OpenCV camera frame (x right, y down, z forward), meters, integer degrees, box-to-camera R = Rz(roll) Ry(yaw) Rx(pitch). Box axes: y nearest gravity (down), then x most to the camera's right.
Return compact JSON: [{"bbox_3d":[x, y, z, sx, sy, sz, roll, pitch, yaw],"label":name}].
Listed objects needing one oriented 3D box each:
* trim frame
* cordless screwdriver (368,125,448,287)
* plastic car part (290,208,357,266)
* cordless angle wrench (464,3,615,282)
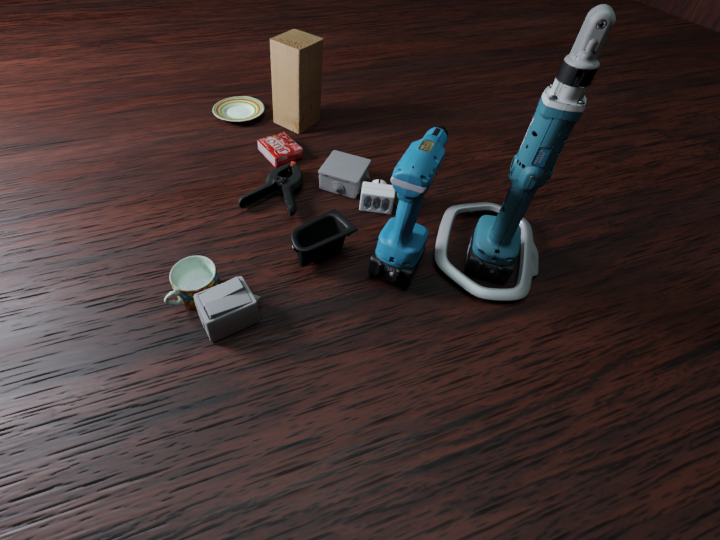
[{"bbox_3d":[0.234,-0.043,0.776,0.188,0.027,0.251,14,48,10],"label":"trim frame"},{"bbox_3d":[0.083,-0.099,0.676,0.076,0.242,0.159,22,49,12],"label":"cordless screwdriver"},{"bbox_3d":[-0.072,-0.047,0.739,0.114,0.069,0.069,-30,57,-28],"label":"plastic car part"},{"bbox_3d":[0.248,-0.150,0.614,0.076,0.411,0.099,17,48,8],"label":"cordless angle wrench"}]
